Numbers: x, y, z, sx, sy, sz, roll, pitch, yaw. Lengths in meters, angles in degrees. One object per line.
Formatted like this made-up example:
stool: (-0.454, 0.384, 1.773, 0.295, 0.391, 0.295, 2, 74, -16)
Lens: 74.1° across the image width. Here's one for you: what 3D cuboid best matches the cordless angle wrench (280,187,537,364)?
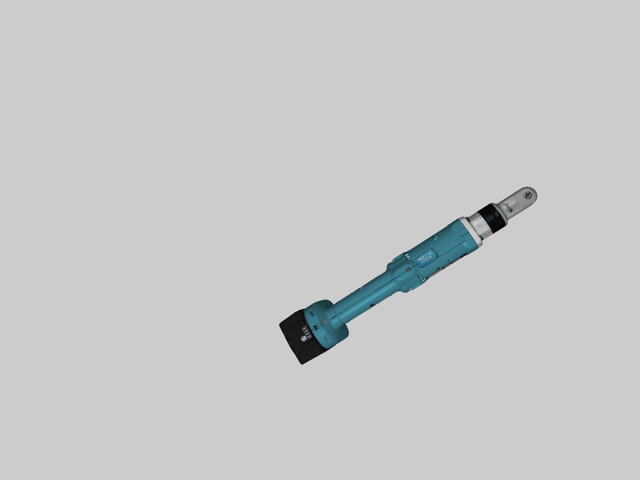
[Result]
cordless angle wrench: (0.132, 0.048, 0.643, 0.423, 0.074, 0.098, -34, -13, 11)
